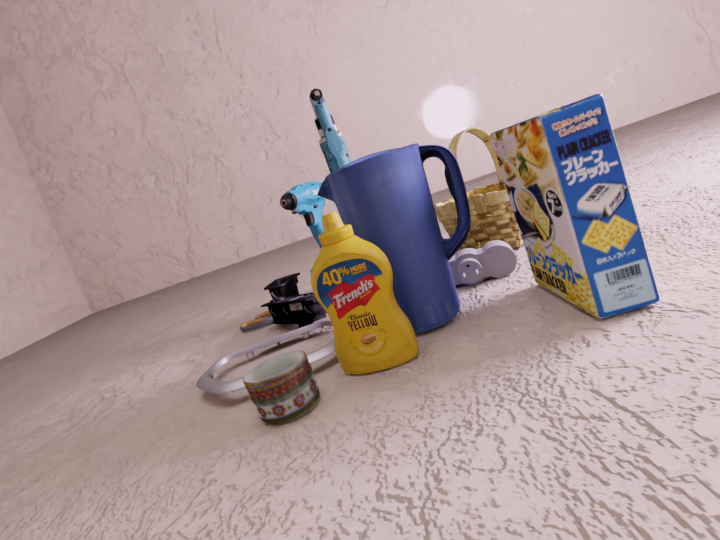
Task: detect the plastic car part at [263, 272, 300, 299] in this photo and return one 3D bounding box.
[{"bbox_3d":[-0.167,0.054,0.933,0.067,0.070,0.116,-18,10,11],"label":"plastic car part"}]

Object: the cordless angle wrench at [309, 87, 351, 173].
[{"bbox_3d":[-0.028,-0.179,0.904,0.074,0.418,0.099,-20,6,-6],"label":"cordless angle wrench"}]

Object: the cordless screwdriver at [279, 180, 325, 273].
[{"bbox_3d":[-0.083,-0.054,0.848,0.076,0.246,0.156,-17,8,23],"label":"cordless screwdriver"}]

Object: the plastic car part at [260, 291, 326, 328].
[{"bbox_3d":[-0.114,0.071,0.772,0.064,0.066,0.211,-26,12,-35],"label":"plastic car part"}]

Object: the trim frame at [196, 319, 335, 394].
[{"bbox_3d":[-0.122,0.125,0.629,0.247,0.027,0.188,-21,11,-7],"label":"trim frame"}]
